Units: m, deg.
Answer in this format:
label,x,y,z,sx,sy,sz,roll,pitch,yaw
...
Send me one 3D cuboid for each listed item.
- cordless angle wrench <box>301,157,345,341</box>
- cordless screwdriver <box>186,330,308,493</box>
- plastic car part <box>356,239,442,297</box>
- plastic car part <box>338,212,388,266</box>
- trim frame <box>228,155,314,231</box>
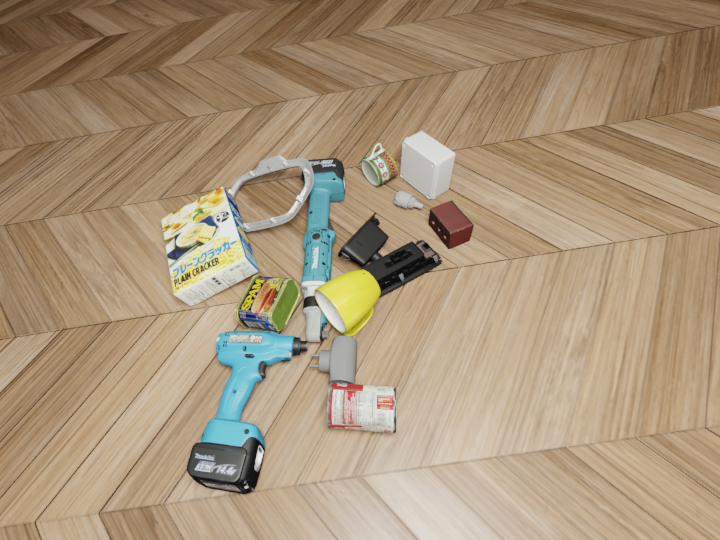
label,x,y,z,sx,sy,sz,roll,pitch,yaw
cordless angle wrench,-0.084,-0.055,0.862,0.099,0.071,0.435,-3,56,5
cordless screwdriver,-0.172,0.210,0.677,0.161,0.071,0.256,-3,50,6
plastic car part,0.059,-0.002,0.806,0.201,0.065,0.069,-30,63,-10
plastic car part,0.013,-0.047,0.843,0.072,0.065,0.116,35,58,6
trim frame,-0.212,-0.173,0.944,0.258,0.026,0.188,-9,61,28
